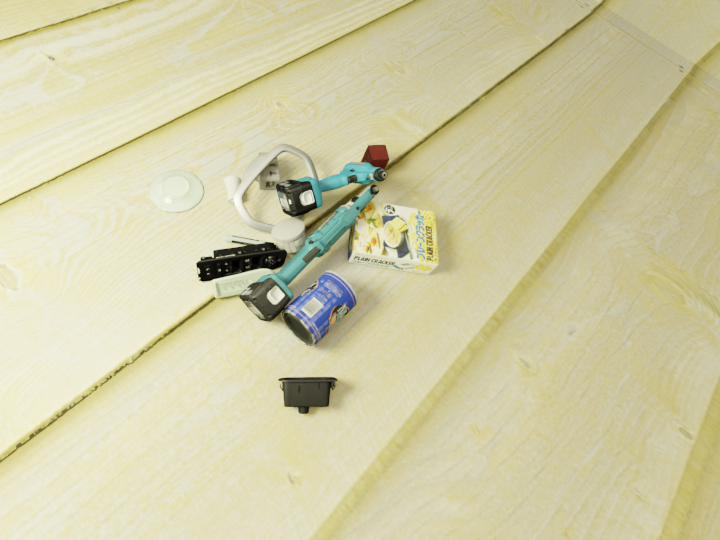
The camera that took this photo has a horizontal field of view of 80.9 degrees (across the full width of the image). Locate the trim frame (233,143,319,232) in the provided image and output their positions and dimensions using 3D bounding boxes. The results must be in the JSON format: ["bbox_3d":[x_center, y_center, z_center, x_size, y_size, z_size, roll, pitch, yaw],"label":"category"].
[{"bbox_3d":[-0.204,-0.204,1.054,0.178,0.028,0.248,42,71,-17],"label":"trim frame"}]

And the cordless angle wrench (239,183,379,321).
[{"bbox_3d":[-0.094,-0.062,0.965,0.072,0.101,0.420,49,66,-17],"label":"cordless angle wrench"}]

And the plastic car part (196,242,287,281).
[{"bbox_3d":[-0.271,-0.025,0.970,0.199,0.064,0.070,-7,39,-14],"label":"plastic car part"}]

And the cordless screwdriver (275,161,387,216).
[{"bbox_3d":[-0.068,-0.203,1.015,0.243,0.072,0.168,-26,26,-24],"label":"cordless screwdriver"}]

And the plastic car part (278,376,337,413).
[{"bbox_3d":[-0.107,0.250,0.852,0.115,0.066,0.072,-2,77,-10],"label":"plastic car part"}]
